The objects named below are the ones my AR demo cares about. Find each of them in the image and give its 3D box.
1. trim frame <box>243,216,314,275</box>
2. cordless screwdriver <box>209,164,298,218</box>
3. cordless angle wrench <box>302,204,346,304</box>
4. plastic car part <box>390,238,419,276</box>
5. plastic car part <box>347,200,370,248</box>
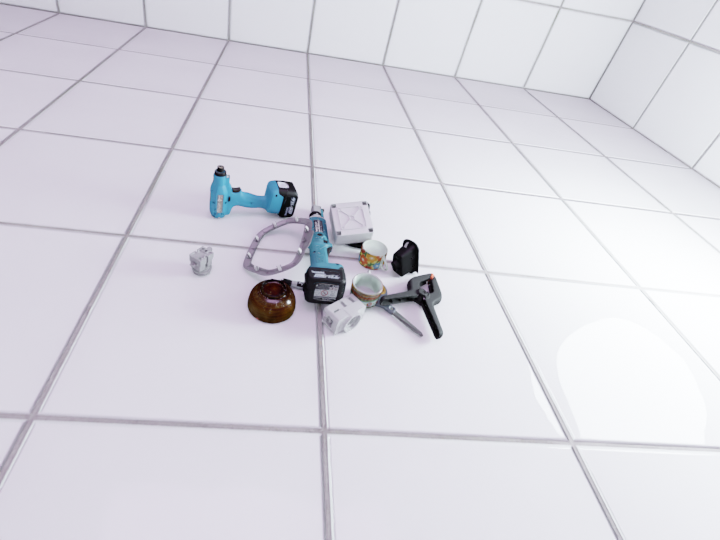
[{"bbox_3d":[-0.211,-0.071,1.108,0.188,0.026,0.253,-7,37,14],"label":"trim frame"},{"bbox_3d":[-0.306,-0.227,1.218,0.241,0.156,0.078,-3,42,-21],"label":"cordless screwdriver"},{"bbox_3d":[-0.112,-0.073,1.141,0.096,0.073,0.439,4,33,-12],"label":"cordless angle wrench"},{"bbox_3d":[0.113,-0.027,1.131,0.070,0.112,0.069,-37,58,-17],"label":"plastic car part"},{"bbox_3d":[-0.003,-0.149,1.278,0.067,0.065,0.207,7,37,2],"label":"plastic car part"}]
